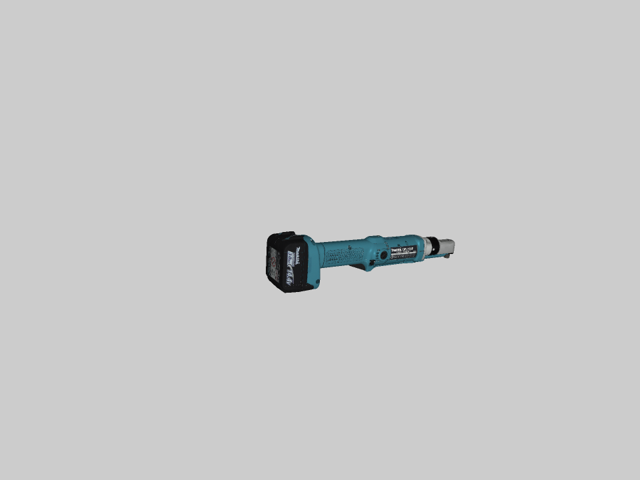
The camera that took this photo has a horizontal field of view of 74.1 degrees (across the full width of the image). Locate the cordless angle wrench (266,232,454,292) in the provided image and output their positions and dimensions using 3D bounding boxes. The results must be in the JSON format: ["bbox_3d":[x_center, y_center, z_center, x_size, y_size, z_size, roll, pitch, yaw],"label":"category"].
[{"bbox_3d":[0.104,0.025,0.818,0.422,0.098,0.074,-4,16,-30],"label":"cordless angle wrench"}]
